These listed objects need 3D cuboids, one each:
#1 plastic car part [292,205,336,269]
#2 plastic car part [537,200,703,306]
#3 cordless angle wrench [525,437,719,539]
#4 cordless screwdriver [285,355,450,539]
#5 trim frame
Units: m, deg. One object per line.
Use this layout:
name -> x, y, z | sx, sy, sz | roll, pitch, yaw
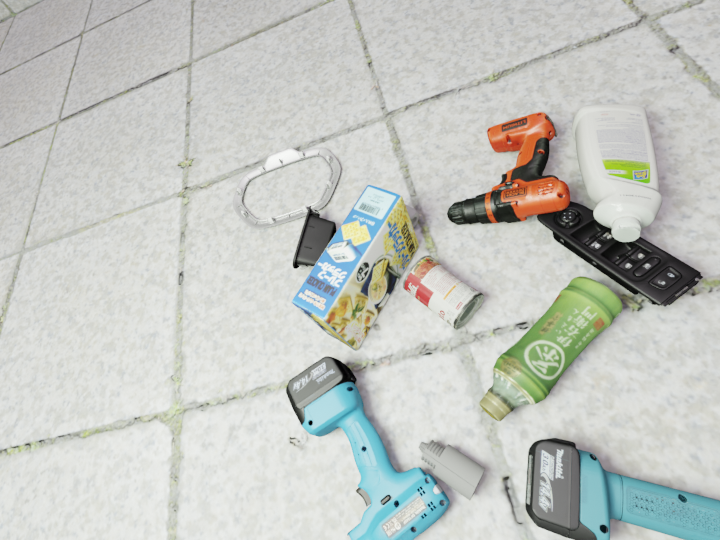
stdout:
plastic car part -> -0.076, -0.050, 0.778 | 0.072, 0.064, 0.118 | 9, 70, 8
plastic car part -> 0.347, -0.029, 0.594 | 0.066, 0.063, 0.214 | -42, 53, 3
cordless angle wrench -> 0.402, 0.270, 0.419 | 0.439, 0.071, 0.099 | 7, 67, 22
cordless screwdriver -> -0.020, 0.256, 0.585 | 0.159, 0.071, 0.261 | -39, 61, -2
trim frame -> -0.161, -0.180, 0.892 | 0.253, 0.026, 0.190 | -17, 58, 14
